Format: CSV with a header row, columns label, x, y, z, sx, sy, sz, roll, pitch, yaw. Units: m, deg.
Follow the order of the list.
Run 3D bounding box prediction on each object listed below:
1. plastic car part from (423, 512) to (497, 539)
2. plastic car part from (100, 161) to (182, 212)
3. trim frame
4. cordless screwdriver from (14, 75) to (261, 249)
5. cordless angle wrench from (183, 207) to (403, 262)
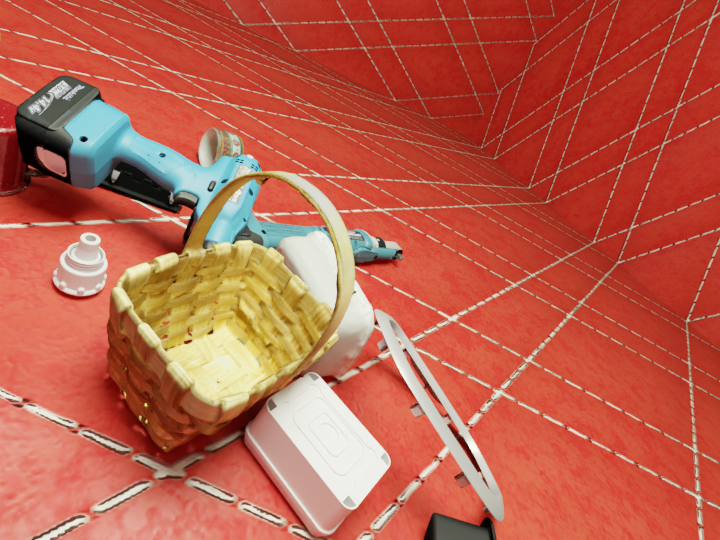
label,x,y,z,sx,sy,sz,roll,pitch,yaw
plastic car part,0.077,0.262,0.354,0.071,0.065,0.118,17,26,0
plastic car part,-0.342,-0.148,0.590,0.196,0.067,0.069,17,39,-20
trim frame,0.082,0.150,0.464,0.249,0.028,0.182,55,7,1
cordless screwdriver,-0.240,-0.102,0.465,0.243,0.074,0.162,21,51,-13
cordless angle wrench,-0.067,-0.044,0.681,0.402,0.074,0.103,1,42,-47
